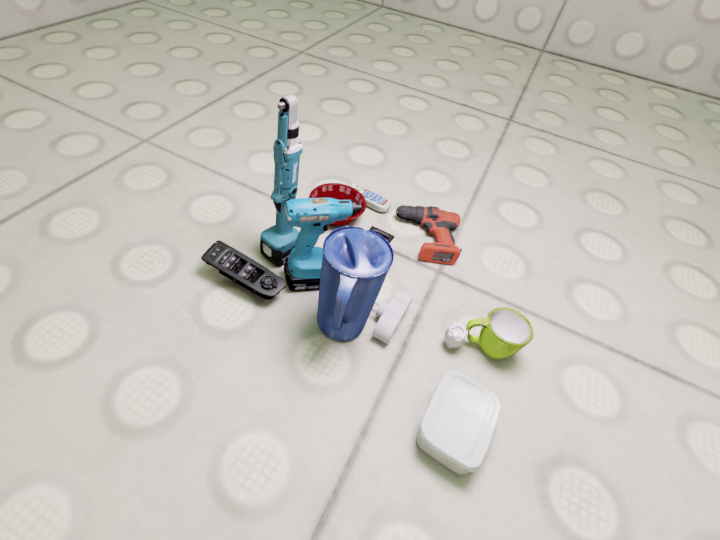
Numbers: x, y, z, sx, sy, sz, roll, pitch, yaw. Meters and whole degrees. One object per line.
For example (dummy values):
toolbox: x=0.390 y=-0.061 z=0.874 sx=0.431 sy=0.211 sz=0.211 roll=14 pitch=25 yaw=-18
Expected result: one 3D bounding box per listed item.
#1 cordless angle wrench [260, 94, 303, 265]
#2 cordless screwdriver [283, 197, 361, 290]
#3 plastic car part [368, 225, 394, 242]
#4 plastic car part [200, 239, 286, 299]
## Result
cordless angle wrench: x=-0.166 y=-0.184 z=0.930 sx=0.077 sy=0.414 sz=0.096 roll=38 pitch=50 yaw=21
cordless screwdriver: x=-0.092 y=-0.060 z=0.940 sx=0.156 sy=0.243 sz=0.078 roll=-4 pitch=49 yaw=-15
plastic car part: x=0.028 y=-0.047 z=1.066 sx=0.068 sy=0.069 sz=0.116 roll=25 pitch=48 yaw=13
plastic car part: x=-0.267 y=0.010 z=0.972 sx=0.209 sy=0.065 sz=0.066 roll=26 pitch=48 yaw=15
